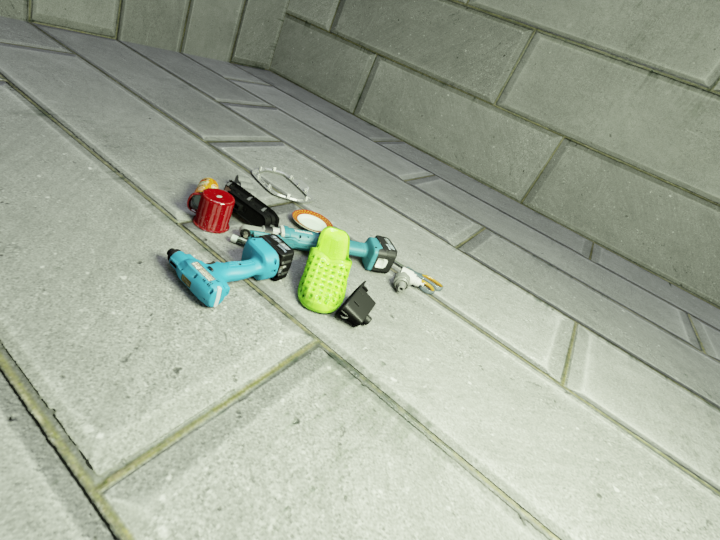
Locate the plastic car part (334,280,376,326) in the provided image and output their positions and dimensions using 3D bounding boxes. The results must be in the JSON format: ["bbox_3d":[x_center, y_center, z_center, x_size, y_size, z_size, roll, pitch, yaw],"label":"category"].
[{"bbox_3d":[-0.004,0.086,0.928,0.071,0.066,0.116,40,31,-1],"label":"plastic car part"}]

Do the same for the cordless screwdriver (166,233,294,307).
[{"bbox_3d":[-0.270,-0.020,0.894,0.166,0.073,0.241,36,34,23],"label":"cordless screwdriver"}]

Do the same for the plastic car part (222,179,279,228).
[{"bbox_3d":[-0.300,-0.167,1.123,0.209,0.066,0.065,34,16,16],"label":"plastic car part"}]

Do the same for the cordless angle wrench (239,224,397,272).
[{"bbox_3d":[-0.109,-0.071,1.112,0.409,0.073,0.102,9,31,-21],"label":"cordless angle wrench"}]

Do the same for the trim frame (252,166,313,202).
[{"bbox_3d":[-0.263,-0.296,1.436,0.176,0.027,0.262,-4,36,-43],"label":"trim frame"}]
